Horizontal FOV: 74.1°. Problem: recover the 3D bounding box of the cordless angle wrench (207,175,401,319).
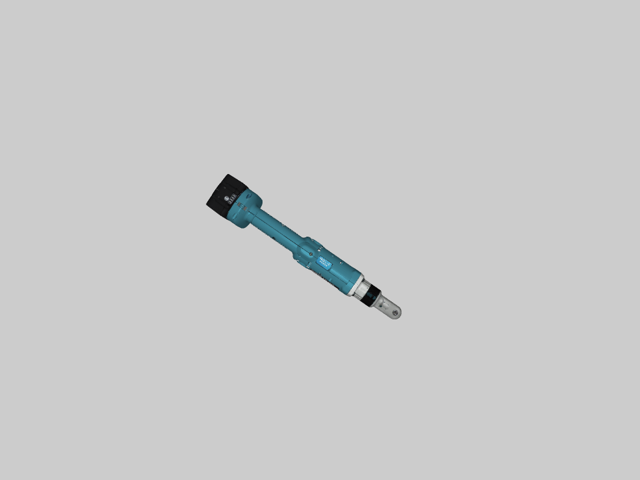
[{"bbox_3d":[-0.022,0.026,0.819,0.423,0.074,0.098,35,-3,2],"label":"cordless angle wrench"}]
